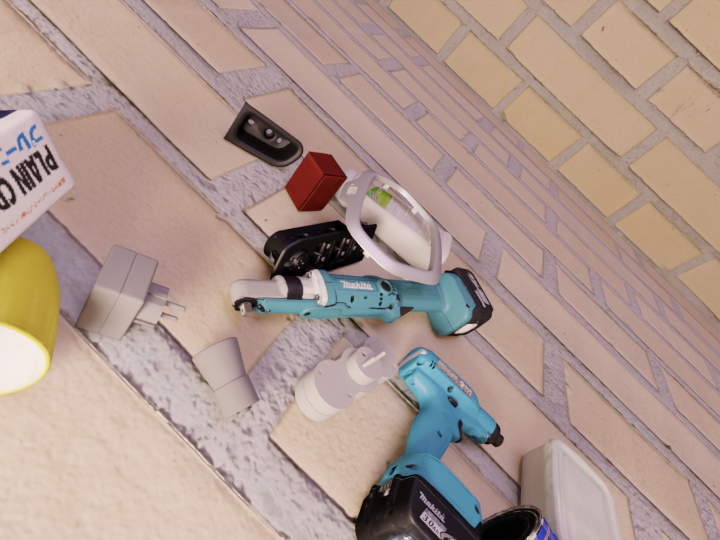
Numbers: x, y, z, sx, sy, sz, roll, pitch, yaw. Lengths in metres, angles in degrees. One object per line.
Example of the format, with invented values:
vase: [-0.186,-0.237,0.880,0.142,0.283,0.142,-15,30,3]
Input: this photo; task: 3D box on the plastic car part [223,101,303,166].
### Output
plastic car part: [-0.152,-0.218,0.680,0.111,0.066,0.074,27,24,-29]

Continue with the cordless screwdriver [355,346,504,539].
cordless screwdriver: [0.094,0.211,0.460,0.158,0.075,0.248,42,31,-5]

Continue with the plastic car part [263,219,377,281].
plastic car part: [-0.056,-0.037,0.577,0.069,0.066,0.196,40,32,17]

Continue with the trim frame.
trim frame: [0.050,-0.072,0.634,0.180,0.028,0.251,34,36,-12]

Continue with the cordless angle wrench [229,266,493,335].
cordless angle wrench: [0.020,0.037,0.571,0.402,0.075,0.102,6,50,-38]
